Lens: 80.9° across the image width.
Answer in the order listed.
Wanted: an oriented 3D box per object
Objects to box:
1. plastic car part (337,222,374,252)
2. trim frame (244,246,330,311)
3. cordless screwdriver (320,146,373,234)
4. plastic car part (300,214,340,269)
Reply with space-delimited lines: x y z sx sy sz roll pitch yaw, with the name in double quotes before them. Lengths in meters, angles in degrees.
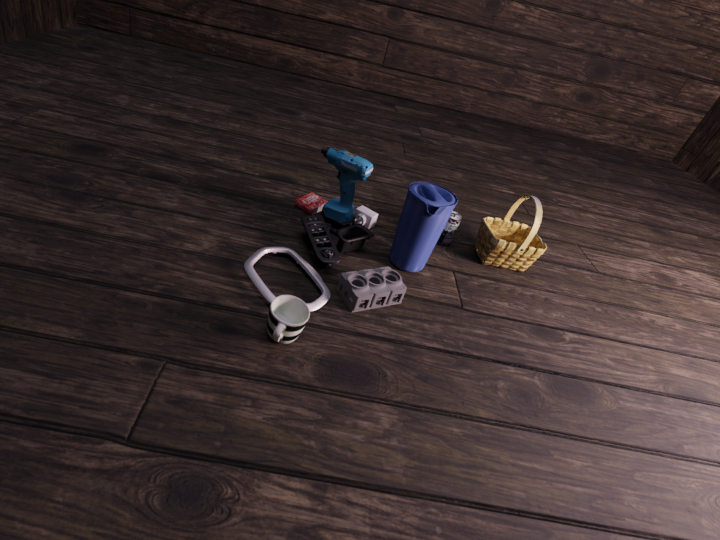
"plastic car part" -0.029 -0.084 1.218 0.112 0.070 0.069 -21 49 -39
"trim frame" -0.184 0.018 1.066 0.178 0.027 0.262 -18 46 -36
"cordless screwdriver" -0.068 -0.238 1.263 0.165 0.245 0.073 30 37 17
"plastic car part" -0.115 -0.075 1.180 0.064 0.066 0.213 -2 39 -24
